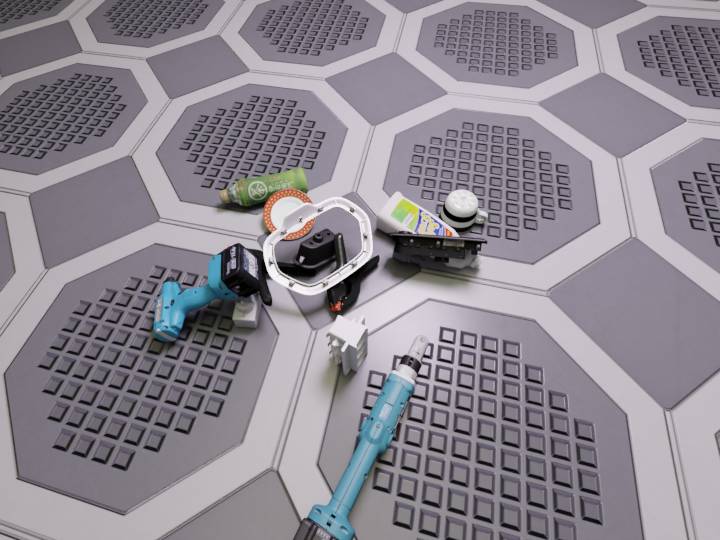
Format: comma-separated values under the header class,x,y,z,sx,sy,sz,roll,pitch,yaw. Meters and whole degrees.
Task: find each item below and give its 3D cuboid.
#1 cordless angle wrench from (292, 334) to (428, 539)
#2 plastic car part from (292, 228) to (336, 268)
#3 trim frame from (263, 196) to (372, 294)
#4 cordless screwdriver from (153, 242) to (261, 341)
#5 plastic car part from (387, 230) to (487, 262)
class,x,y,z,sx,sy,sz,roll,pitch,yaw
cordless angle wrench,0.027,0.283,0.730,0.077,0.095,0.422,22,57,18
plastic car part,-0.095,-0.056,0.954,0.069,0.070,0.113,38,44,24
trim frame,-0.088,-0.058,0.903,0.246,0.027,0.189,-33,75,-9
cordless screwdriver,-0.328,0.028,0.885,0.252,0.070,0.166,-30,46,13
plastic car part,0.159,-0.053,0.910,0.208,0.066,0.065,10,14,13
